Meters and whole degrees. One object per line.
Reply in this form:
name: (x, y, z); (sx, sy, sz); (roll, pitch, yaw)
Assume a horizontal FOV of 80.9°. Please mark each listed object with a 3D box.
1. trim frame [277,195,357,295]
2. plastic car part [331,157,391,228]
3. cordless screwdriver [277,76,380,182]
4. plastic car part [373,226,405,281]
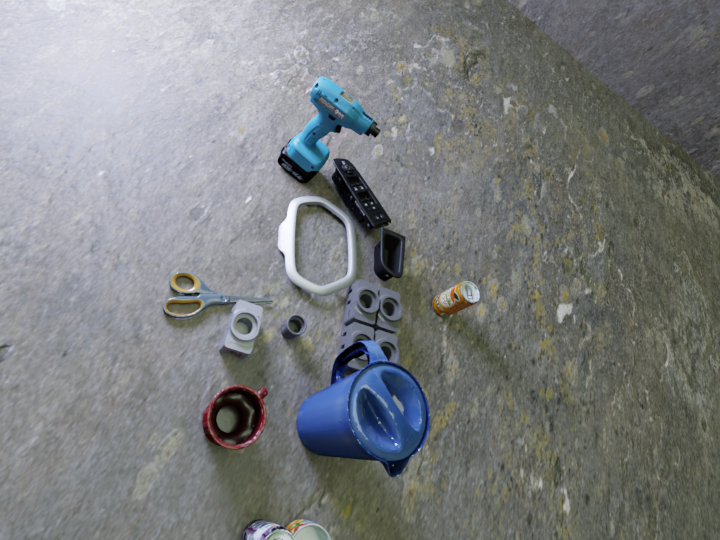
trim frame: (-0.091, -0.059, 0.930); (0.177, 0.028, 0.255); (10, 61, -22)
plastic car part: (-0.009, -0.181, 1.011); (0.064, 0.068, 0.207); (-20, 75, -34)
cordless screwdriver: (-0.074, -0.282, 0.918); (0.157, 0.252, 0.074); (38, 54, -8)
plastic car part: (0.057, -0.027, 0.960); (0.064, 0.072, 0.119); (20, 58, -19)
